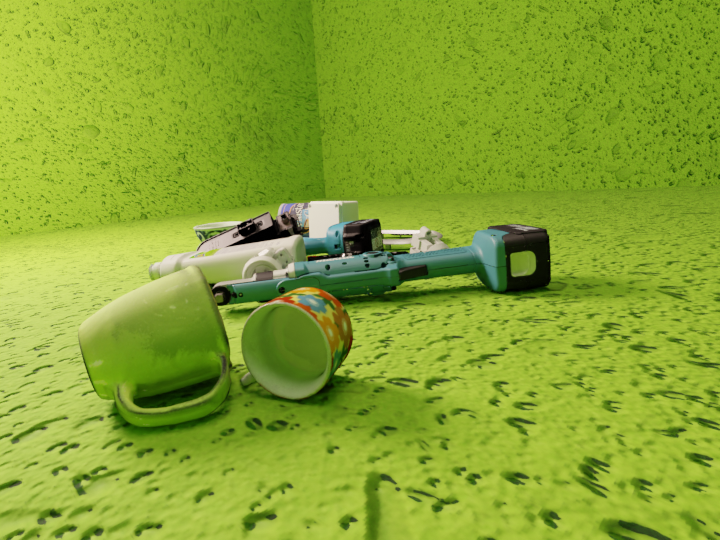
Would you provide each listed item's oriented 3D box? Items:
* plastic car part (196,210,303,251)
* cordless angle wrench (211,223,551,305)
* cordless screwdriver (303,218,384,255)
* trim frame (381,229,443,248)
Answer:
[{"bbox_3d":[-0.207,-0.052,0.753,0.204,0.069,0.063,-26,-35,6],"label":"plastic car part"},{"bbox_3d":[0.020,0.003,0.546,0.421,0.073,0.099,-7,11,-3],"label":"cordless angle wrench"},{"bbox_3d":[-0.080,-0.053,0.822,0.257,0.073,0.156,-4,11,20],"label":"cordless screwdriver"},{"bbox_3d":[0.063,-0.074,0.970,0.260,0.027,0.178,1,15,31],"label":"trim frame"}]
